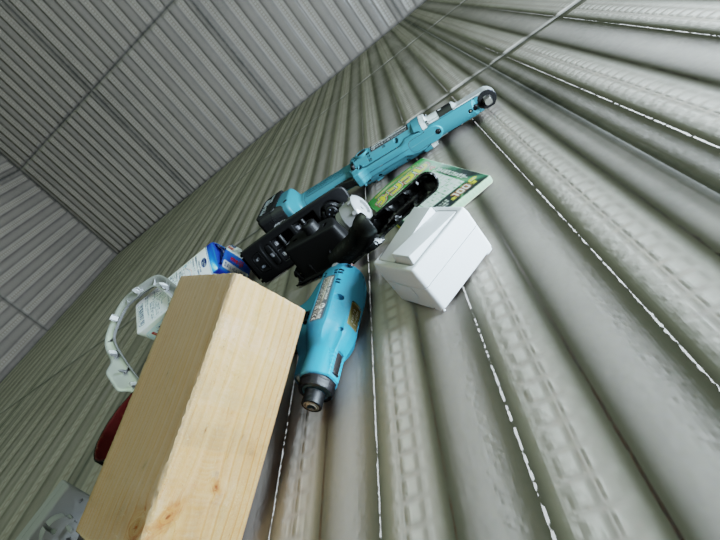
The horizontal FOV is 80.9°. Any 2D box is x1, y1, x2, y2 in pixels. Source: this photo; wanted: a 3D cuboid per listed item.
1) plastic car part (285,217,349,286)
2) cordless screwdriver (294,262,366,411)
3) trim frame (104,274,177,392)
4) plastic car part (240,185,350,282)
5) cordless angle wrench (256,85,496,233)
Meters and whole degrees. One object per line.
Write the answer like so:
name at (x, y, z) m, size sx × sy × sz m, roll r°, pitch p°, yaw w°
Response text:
plastic car part at (-0.057, -0.037, 0.583) m, size 0.119 × 0.068 × 0.067 m, roll -27°, pitch 29°, yaw 34°
cordless screwdriver at (-0.110, 0.090, 0.464) m, size 0.256 × 0.071 × 0.161 m, roll -20°, pitch 34°, yaw 30°
trim frame at (-0.355, 0.108, 0.703) m, size 0.263 × 0.026 × 0.184 m, roll 29°, pitch 85°, yaw 36°
plastic car part at (-0.093, -0.061, 0.680) m, size 0.206 × 0.065 × 0.067 m, roll -32°, pitch 8°, yaw 19°
cordless angle wrench at (0.014, -0.170, 0.692) m, size 0.432 × 0.071 × 0.100 m, roll -26°, pitch 29°, yaw 24°
